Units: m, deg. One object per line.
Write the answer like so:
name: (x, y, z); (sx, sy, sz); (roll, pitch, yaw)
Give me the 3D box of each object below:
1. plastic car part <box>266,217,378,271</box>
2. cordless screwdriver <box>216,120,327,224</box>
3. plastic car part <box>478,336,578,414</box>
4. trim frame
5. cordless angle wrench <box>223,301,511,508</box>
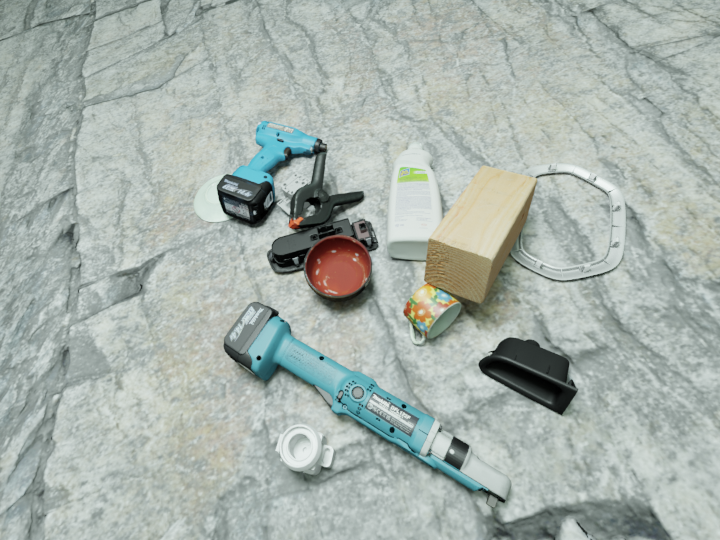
plastic car part: (-0.074, -0.048, 0.758); (0.204, 0.064, 0.069); (-17, 64, 4)
cordless screwdriver: (-0.178, -0.207, 0.868); (0.162, 0.072, 0.251); (15, 56, 9)
plastic car part: (0.235, 0.129, 0.583); (0.122, 0.064, 0.070); (27, 51, 28)
trim frame: (0.341, -0.092, 0.714); (0.191, 0.026, 0.250); (12, 63, 20)
cordless angle wrench: (-0.004, 0.179, 0.595); (0.441, 0.071, 0.098); (25, 66, 22)
